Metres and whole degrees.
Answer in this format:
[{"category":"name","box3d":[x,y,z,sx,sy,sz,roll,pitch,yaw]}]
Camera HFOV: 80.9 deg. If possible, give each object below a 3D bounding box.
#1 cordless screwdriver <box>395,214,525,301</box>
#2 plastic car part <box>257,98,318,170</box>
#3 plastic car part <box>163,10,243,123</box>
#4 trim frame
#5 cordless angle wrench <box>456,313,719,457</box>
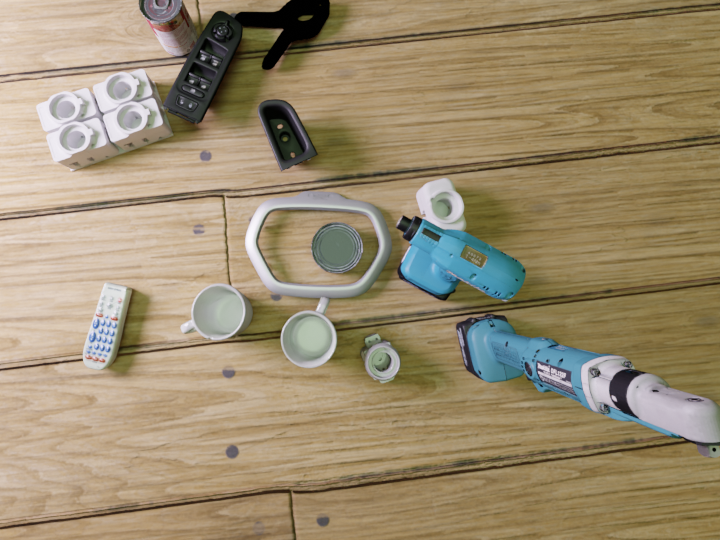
[{"category":"cordless screwdriver","box3d":[0.105,-0.017,0.607,0.159,0.249,0.074,29,85,-3]},{"category":"plastic car part","box3d":[-0.126,-0.225,0.713,0.066,0.071,0.117,-25,87,-5]},{"category":"plastic car part","box3d":[-0.259,-0.343,0.725,0.066,0.067,0.203,22,84,-2]},{"category":"trim frame","box3d":[-0.070,-0.046,0.717,0.248,0.027,0.185,1,84,-1]},{"category":"cordless angle wrench","box3d":[0.227,0.115,0.508,0.074,0.423,0.098,-11,89,-7]}]
